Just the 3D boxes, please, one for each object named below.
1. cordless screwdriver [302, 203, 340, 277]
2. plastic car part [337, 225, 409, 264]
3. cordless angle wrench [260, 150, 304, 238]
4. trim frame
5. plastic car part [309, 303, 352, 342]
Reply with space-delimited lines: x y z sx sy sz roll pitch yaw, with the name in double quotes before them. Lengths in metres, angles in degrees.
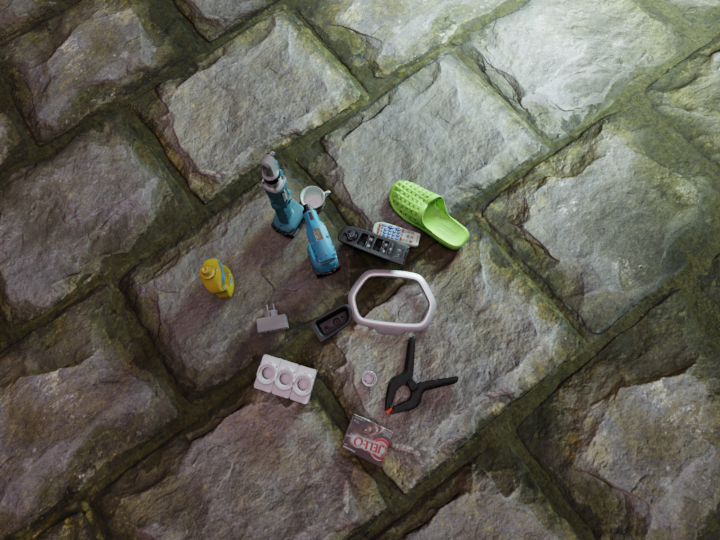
"cordless screwdriver" -0.112 -0.073 1.144 0.074 0.245 0.163 -20 78 -6
"plastic car part" 0.034 -0.073 1.228 0.206 0.066 0.066 22 77 8
"cordless angle wrench" -0.207 -0.188 1.092 0.075 0.416 0.098 28 78 4
"trim frame" 0.088 0.090 1.201 0.250 0.027 0.186 4 75 4
"plastic car part" -0.074 0.144 1.173 0.116 0.070 0.067 -30 78 -6
